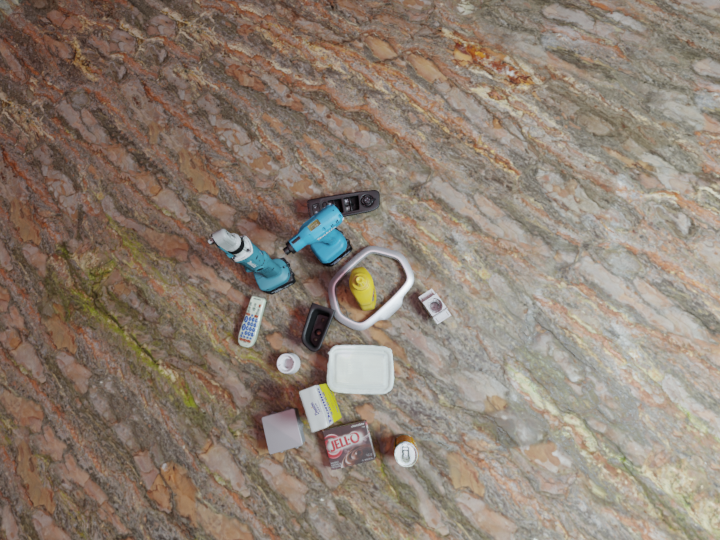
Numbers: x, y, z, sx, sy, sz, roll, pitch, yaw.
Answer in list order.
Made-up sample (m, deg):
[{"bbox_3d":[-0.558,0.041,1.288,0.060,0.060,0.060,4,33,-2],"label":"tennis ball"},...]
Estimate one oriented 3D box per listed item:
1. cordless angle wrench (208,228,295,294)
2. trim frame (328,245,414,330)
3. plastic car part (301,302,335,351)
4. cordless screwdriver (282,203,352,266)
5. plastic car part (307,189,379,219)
[{"bbox_3d":[-0.250,-0.024,1.002,0.098,0.411,0.076,-26,76,-1],"label":"cordless angle wrench"},{"bbox_3d":[0.026,0.045,1.135,0.248,0.027,0.190,-44,72,-4],"label":"trim frame"},{"bbox_3d":[-0.111,0.153,1.107,0.068,0.069,0.117,17,78,11],"label":"plastic car part"},{"bbox_3d":[-0.105,-0.069,1.078,0.159,0.242,0.076,-37,76,-3],"label":"cordless screwdriver"},{"bbox_3d":[-0.044,-0.177,1.190,0.205,0.065,0.068,-11,75,7],"label":"plastic car part"}]
